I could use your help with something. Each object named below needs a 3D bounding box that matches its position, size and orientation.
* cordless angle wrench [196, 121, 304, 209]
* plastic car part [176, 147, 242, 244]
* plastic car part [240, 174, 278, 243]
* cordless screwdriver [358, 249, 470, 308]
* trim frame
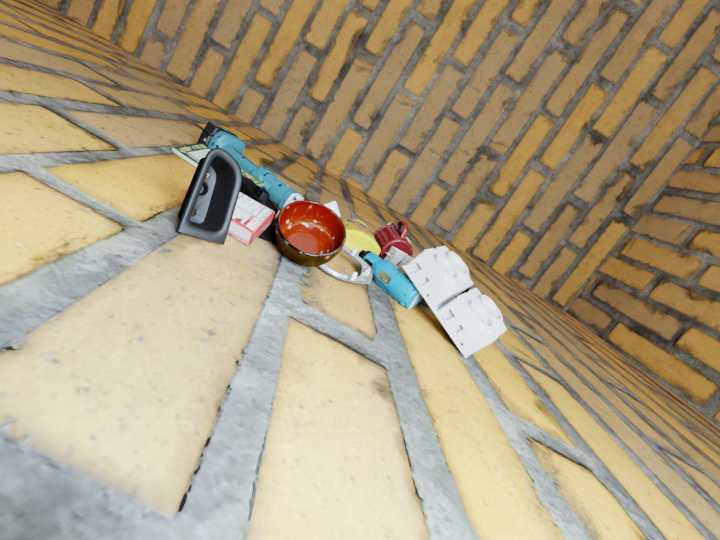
[{"bbox_3d":[-0.228,-0.214,0.995,0.442,0.074,0.094,40,15,24],"label":"cordless angle wrench"},{"bbox_3d":[-0.206,-0.101,0.562,0.062,0.117,0.075,20,-6,-43],"label":"plastic car part"},{"bbox_3d":[-0.197,-0.123,0.752,0.063,0.067,0.215,10,21,-41],"label":"plastic car part"},{"bbox_3d":[0.113,0.018,0.892,0.236,0.074,0.168,9,25,-49],"label":"cordless screwdriver"},{"bbox_3d":[-0.077,-0.051,0.791,0.260,0.027,0.176,40,23,26],"label":"trim frame"}]
